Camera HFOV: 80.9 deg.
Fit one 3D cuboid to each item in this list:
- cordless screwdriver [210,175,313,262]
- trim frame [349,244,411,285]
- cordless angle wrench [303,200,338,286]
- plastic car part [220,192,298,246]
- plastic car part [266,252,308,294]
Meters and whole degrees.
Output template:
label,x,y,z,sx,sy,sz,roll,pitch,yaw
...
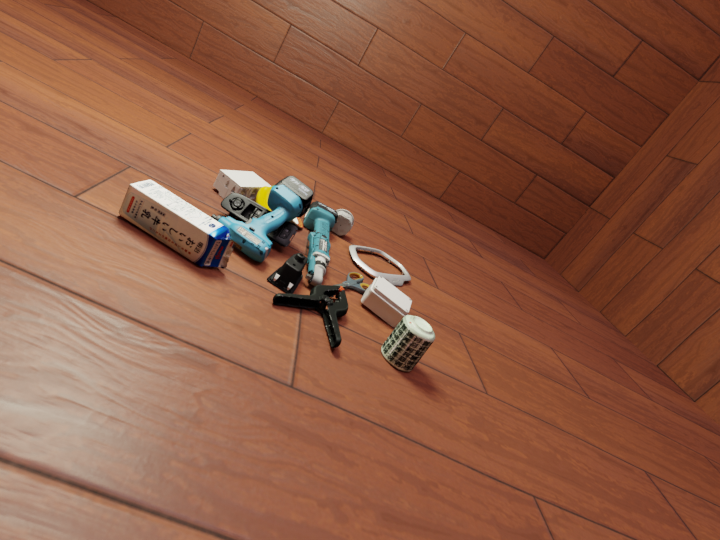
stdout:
label,x,y,z,sx,sy,sz,roll,pitch,yaw
cordless screwdriver,-0.235,-0.143,1.034,0.161,0.074,0.247,33,52,6
trim frame,0.061,-0.018,1.336,0.235,0.027,0.194,8,30,-48
cordless angle wrench,-0.115,-0.075,1.173,0.095,0.074,0.434,25,25,-16
plastic car part,-0.265,-0.132,1.097,0.201,0.066,0.067,32,-17,-4
plastic car part,-0.153,-0.005,0.965,0.066,0.071,0.116,33,24,-2
